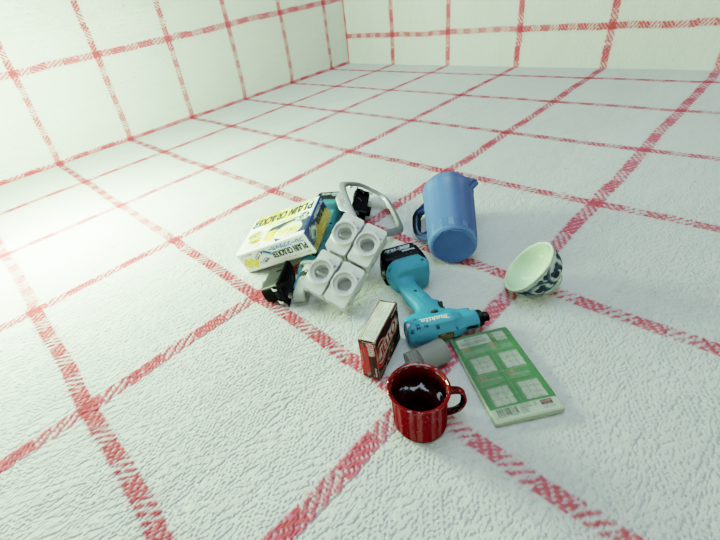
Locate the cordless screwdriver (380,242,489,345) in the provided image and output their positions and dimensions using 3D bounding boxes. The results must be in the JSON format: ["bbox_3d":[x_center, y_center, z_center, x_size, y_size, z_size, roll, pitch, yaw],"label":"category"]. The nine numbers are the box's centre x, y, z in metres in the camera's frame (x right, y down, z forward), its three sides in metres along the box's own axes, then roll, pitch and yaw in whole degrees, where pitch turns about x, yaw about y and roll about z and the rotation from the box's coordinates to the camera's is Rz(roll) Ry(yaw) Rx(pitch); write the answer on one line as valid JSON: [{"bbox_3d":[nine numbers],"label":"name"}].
[{"bbox_3d":[0.138,0.041,0.868,0.158,0.071,0.260,-13,39,-5],"label":"cordless screwdriver"}]

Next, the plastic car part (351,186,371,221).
[{"bbox_3d":[-0.002,-0.188,1.233,0.067,0.064,0.207,4,36,1],"label":"plastic car part"}]

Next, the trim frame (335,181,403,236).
[{"bbox_3d":[0.022,-0.171,1.161,0.177,0.027,0.260,8,41,-25],"label":"trim frame"}]

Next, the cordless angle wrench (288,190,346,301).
[{"bbox_3d":[-0.107,-0.070,1.090,0.100,0.071,0.430,-3,38,12],"label":"cordless angle wrench"}]

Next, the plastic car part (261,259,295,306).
[{"bbox_3d":[-0.196,0.032,0.983,0.072,0.063,0.119,-18,30,12],"label":"plastic car part"}]
